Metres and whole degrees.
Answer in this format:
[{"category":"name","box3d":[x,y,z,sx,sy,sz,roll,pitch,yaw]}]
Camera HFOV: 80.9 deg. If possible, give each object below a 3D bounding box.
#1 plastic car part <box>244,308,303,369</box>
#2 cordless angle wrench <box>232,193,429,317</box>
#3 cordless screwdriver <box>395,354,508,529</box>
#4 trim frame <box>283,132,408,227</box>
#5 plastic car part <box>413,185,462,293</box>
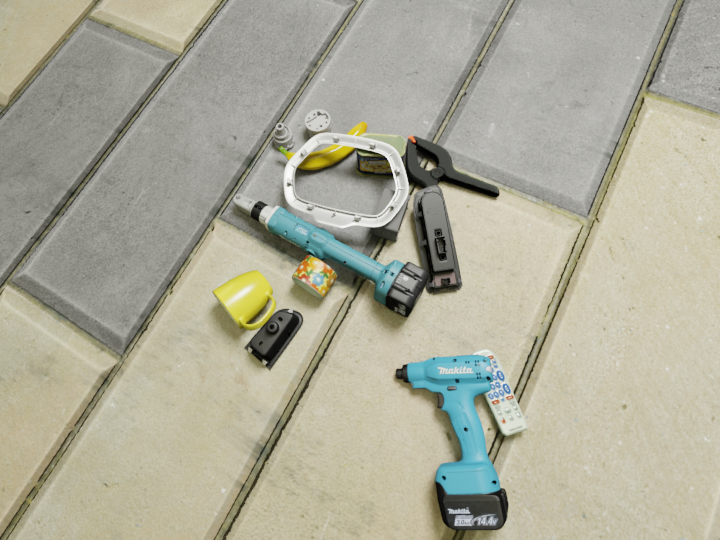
[{"category":"plastic car part","box3d":[-0.160,0.114,0.776,0.068,0.069,0.116,36,81,12]},{"category":"cordless angle wrench","box3d":[-0.080,-0.052,0.816,0.438,0.095,0.074,28,73,18]},{"category":"cordless screwdriver","box3d":[0.144,0.267,0.685,0.164,0.071,0.254,-10,69,21]},{"category":"trim frame","box3d":[-0.033,-0.173,0.809,0.255,0.027,0.184,16,85,15]},{"category":"plastic car part","box3d":[0.140,-0.062,0.787,0.067,0.065,0.205,-10,81,10]}]
